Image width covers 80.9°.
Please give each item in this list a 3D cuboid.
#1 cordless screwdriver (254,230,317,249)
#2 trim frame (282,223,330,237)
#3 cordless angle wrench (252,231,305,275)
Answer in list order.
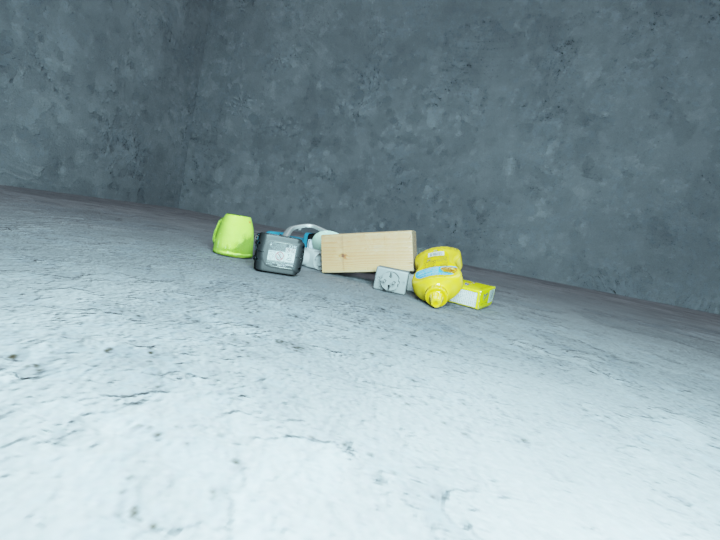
[{"bbox_3d":[-0.217,-0.095,1.397,0.260,0.074,0.152,9,4,29],"label":"cordless screwdriver"},{"bbox_3d":[-0.123,-0.080,1.254,0.262,0.027,0.179,26,38,31],"label":"trim frame"},{"bbox_3d":[-0.219,-0.054,1.017,0.095,0.074,0.435,9,3,-18],"label":"cordless angle wrench"}]
